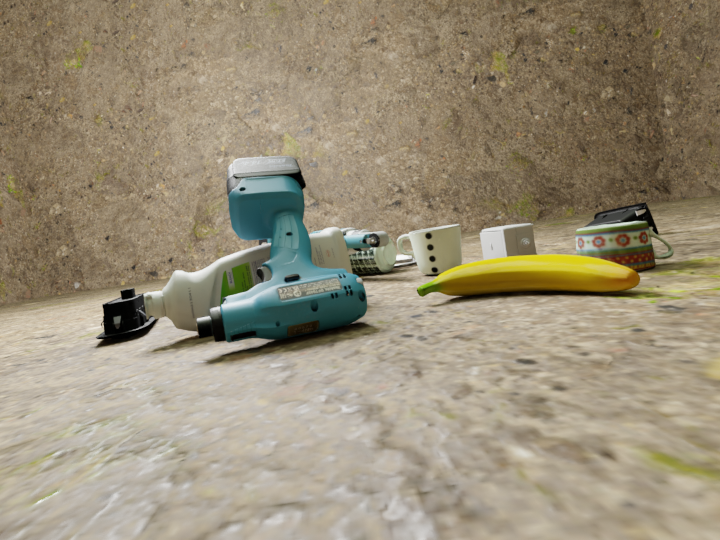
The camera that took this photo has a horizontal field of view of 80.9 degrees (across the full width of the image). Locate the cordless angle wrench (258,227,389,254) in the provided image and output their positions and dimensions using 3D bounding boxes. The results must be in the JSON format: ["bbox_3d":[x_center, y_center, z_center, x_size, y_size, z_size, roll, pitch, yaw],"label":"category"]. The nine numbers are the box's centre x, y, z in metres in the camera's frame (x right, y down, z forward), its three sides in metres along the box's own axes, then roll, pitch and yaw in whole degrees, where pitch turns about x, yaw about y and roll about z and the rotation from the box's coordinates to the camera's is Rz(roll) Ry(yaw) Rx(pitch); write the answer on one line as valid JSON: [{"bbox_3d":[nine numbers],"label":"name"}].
[{"bbox_3d":[-0.088,-0.058,0.904,0.094,0.074,0.442,-11,7,-36],"label":"cordless angle wrench"}]

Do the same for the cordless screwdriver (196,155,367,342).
[{"bbox_3d":[-0.110,-0.030,0.469,0.156,0.261,0.072,-11,-44,-17],"label":"cordless screwdriver"}]

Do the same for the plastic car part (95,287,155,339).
[{"bbox_3d":[-0.338,0.061,0.621,0.064,0.067,0.209,-2,5,-21],"label":"plastic car part"}]

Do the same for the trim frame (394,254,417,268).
[{"bbox_3d":[0.055,-0.019,1.023,0.258,0.027,0.177,-8,4,30],"label":"trim frame"}]

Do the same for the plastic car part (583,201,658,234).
[{"bbox_3d":[0.501,-0.085,0.839,0.069,0.065,0.119,-25,6,-20],"label":"plastic car part"}]
